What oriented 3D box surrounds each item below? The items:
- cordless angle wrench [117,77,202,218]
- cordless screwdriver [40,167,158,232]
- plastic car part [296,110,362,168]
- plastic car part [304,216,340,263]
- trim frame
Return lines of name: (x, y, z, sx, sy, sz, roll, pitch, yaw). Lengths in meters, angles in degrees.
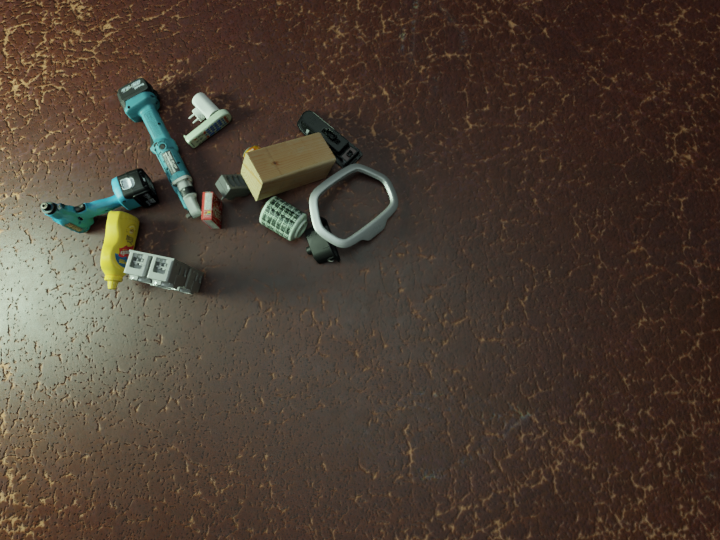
cordless angle wrench: (-0.527, -0.324, 1.143, 0.098, 0.073, 0.432, -29, 78, -3)
cordless screwdriver: (-0.657, -0.179, 1.073, 0.248, 0.156, 0.076, -25, 80, -4)
plastic car part: (-0.091, -0.354, 1.114, 0.209, 0.065, 0.066, 42, 90, 15)
plastic car part: (-0.103, -0.067, 1.050, 0.072, 0.064, 0.118, -19, 80, 14)
trim frame: (-0.016, -0.161, 1.042, 0.245, 0.028, 0.186, -40, 86, -23)
